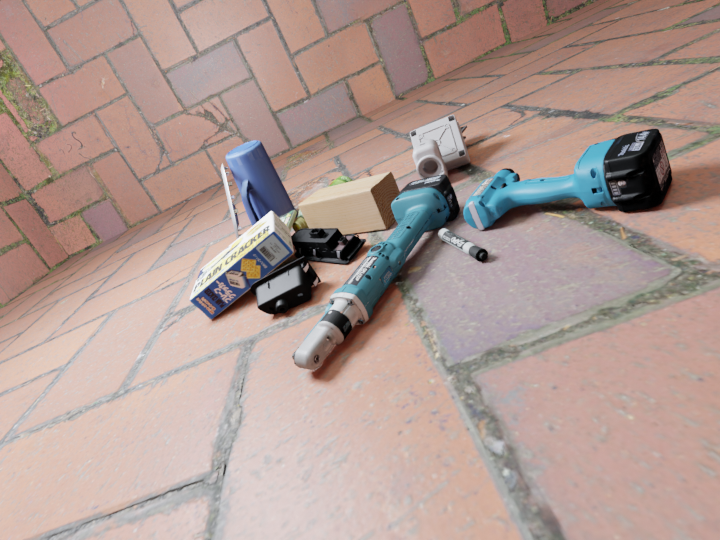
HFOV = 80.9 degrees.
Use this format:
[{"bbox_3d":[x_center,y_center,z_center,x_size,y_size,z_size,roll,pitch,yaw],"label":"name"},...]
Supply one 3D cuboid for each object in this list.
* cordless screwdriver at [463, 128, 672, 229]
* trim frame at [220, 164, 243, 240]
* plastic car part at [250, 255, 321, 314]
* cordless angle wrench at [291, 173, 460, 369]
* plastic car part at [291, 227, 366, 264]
[{"bbox_3d":[0.290,-0.133,0.618,0.260,0.072,0.157,-6,30,46],"label":"cordless screwdriver"},{"bbox_3d":[-0.348,-0.175,1.155,0.027,0.252,0.185,-14,-8,-16],"label":"trim frame"},{"bbox_3d":[-0.128,0.039,0.718,0.117,0.063,0.074,-27,36,7],"label":"plastic car part"},{"bbox_3d":[0.034,-0.012,0.640,0.102,0.072,0.419,-6,34,41],"label":"cordless angle wrench"},{"bbox_3d":[-0.083,-0.054,0.849,0.212,0.064,0.066,3,55,55],"label":"plastic car part"}]
